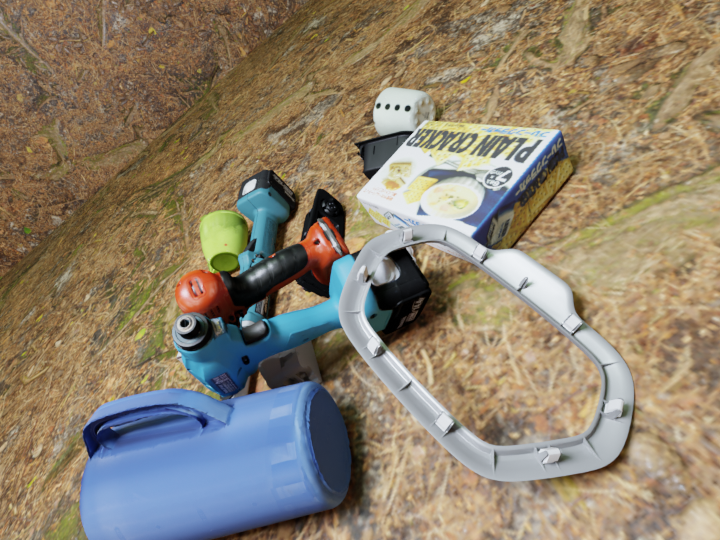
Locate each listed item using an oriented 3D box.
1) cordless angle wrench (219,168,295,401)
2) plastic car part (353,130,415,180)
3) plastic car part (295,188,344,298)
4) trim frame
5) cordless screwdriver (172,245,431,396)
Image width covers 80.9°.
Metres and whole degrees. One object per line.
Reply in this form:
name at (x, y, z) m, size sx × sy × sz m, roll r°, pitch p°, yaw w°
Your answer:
cordless angle wrench at (-0.168, 0.006, 0.677) m, size 0.076 × 0.092 × 0.436 m, roll -24°, pitch 45°, yaw 23°
plastic car part at (0.049, -0.174, 0.678) m, size 0.122 × 0.062 × 0.072 m, roll -1°, pitch 68°, yaw 38°
plastic car part at (-0.063, -0.041, 0.648) m, size 0.068 × 0.064 × 0.208 m, roll -45°, pitch 29°, yaw 44°
trim frame at (0.094, 0.046, 0.352) m, size 0.181 × 0.027 × 0.261 m, roll -31°, pitch 56°, yaw -23°
cordless screwdriver at (-0.055, 0.042, 0.422) m, size 0.246 × 0.154 × 0.077 m, roll -22°, pitch 64°, yaw -11°
